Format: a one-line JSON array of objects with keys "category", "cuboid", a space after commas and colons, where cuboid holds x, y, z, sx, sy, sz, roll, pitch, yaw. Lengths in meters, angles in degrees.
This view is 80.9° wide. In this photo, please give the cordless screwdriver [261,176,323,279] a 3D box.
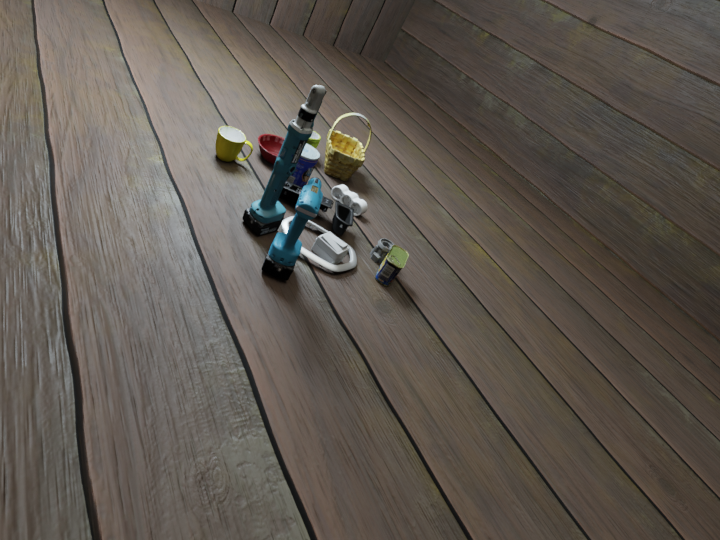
[{"category": "cordless screwdriver", "cuboid": [-0.159, -0.106, 1.035, 0.073, 0.248, 0.163, 24, 35, -13]}]

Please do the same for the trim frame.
[{"category": "trim frame", "cuboid": [-0.119, -0.078, 1.221, 0.249, 0.027, 0.185, 28, 35, -1]}]

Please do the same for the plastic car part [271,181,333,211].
[{"category": "plastic car part", "cuboid": [-0.188, -0.231, 1.333, 0.201, 0.067, 0.067, 26, 35, -4]}]

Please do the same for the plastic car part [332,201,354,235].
[{"category": "plastic car part", "cuboid": [-0.062, -0.152, 1.317, 0.064, 0.071, 0.119, 21, 35, -14]}]

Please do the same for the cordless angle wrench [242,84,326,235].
[{"category": "cordless angle wrench", "cuboid": [-0.188, -0.270, 1.070, 0.077, 0.422, 0.095, 46, 36, 18]}]
